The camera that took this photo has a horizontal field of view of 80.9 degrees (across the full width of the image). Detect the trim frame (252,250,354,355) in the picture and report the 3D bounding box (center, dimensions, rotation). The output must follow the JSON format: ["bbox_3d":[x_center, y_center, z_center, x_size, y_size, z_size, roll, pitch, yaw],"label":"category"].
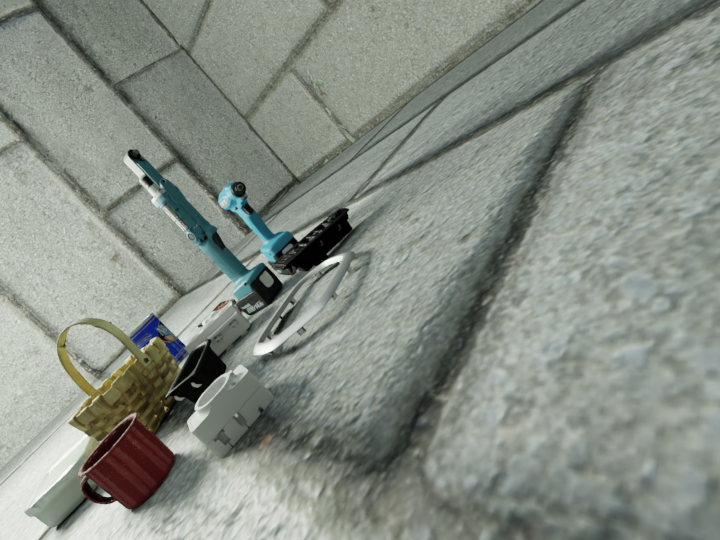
[{"bbox_3d":[-0.089,0.048,0.684,0.188,0.027,0.249,-31,20,31],"label":"trim frame"}]

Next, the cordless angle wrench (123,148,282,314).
[{"bbox_3d":[-0.342,-0.085,0.899,0.100,0.414,0.074,-32,14,38],"label":"cordless angle wrench"}]

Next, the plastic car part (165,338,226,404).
[{"bbox_3d":[-0.241,0.164,0.659,0.066,0.069,0.118,-38,16,12],"label":"plastic car part"}]

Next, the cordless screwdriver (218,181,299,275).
[{"bbox_3d":[-0.225,-0.101,0.977,0.074,0.243,0.164,-46,14,-19],"label":"cordless screwdriver"}]

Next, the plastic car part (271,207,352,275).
[{"bbox_3d":[-0.084,-0.055,0.860,0.201,0.065,0.068,-49,16,-23],"label":"plastic car part"}]
